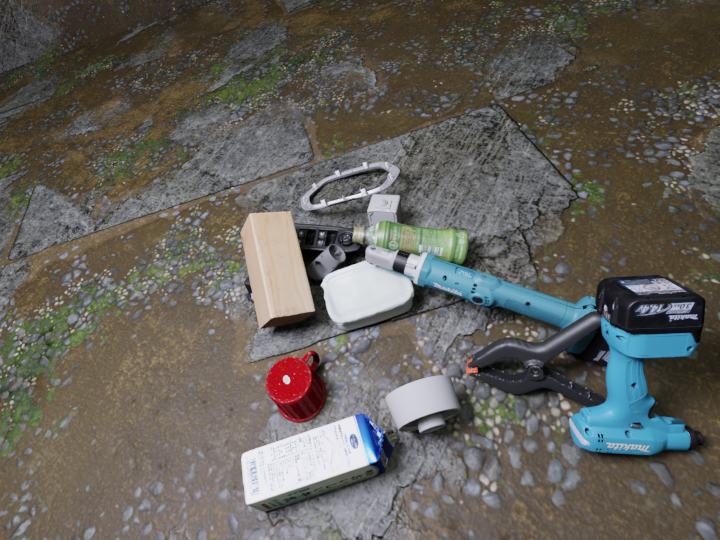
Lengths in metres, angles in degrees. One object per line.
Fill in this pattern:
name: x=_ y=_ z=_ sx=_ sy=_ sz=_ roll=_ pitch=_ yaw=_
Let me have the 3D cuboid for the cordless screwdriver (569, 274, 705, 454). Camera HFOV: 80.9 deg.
cordless screwdriver: x=0.381 y=0.133 z=0.552 sx=0.161 sy=0.244 sz=0.075 roll=2 pitch=18 yaw=5

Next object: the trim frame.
trim frame: x=-0.030 y=-0.202 z=0.996 sx=0.255 sy=0.026 sz=0.187 roll=-10 pitch=37 yaw=19

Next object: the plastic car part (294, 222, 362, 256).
plastic car part: x=-0.090 y=-0.059 z=0.919 sx=0.208 sy=0.064 sz=0.067 roll=2 pitch=52 yaw=16

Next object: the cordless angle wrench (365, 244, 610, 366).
cordless angle wrench: x=0.205 y=0.032 z=0.714 sx=0.438 sy=0.095 sz=0.074 roll=20 pitch=51 yaw=19

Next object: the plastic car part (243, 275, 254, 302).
plastic car part: x=-0.202 y=0.009 z=0.900 sx=0.069 sy=0.068 sz=0.116 roll=24 pitch=60 yaw=30
